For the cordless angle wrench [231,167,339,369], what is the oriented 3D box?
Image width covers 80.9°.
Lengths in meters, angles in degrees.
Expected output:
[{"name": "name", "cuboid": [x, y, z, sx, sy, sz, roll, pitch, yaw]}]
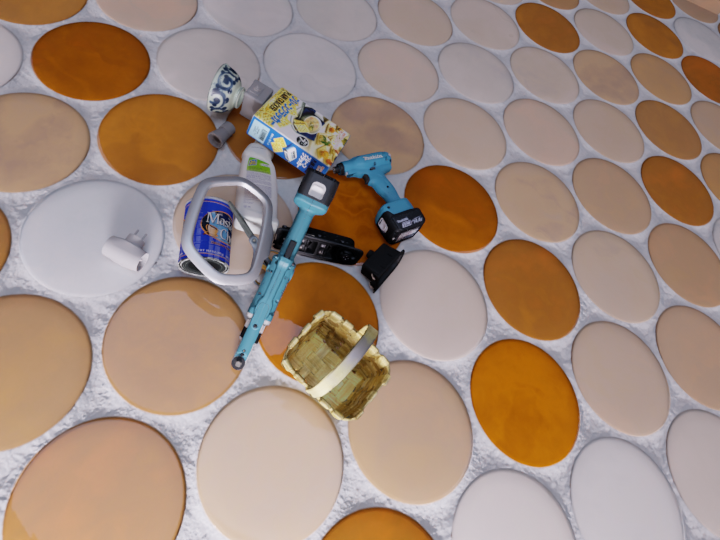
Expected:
[{"name": "cordless angle wrench", "cuboid": [-0.162, -0.002, 0.857, 0.073, 0.099, 0.424, 24, 80, -9]}]

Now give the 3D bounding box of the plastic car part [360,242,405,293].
[{"name": "plastic car part", "cuboid": [0.043, -0.017, 0.980, 0.073, 0.064, 0.115, 31, 57, 15]}]

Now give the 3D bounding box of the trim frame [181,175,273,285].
[{"name": "trim frame", "cuboid": [-0.256, -0.085, 0.846, 0.176, 0.028, 0.254, 19, 56, -25]}]

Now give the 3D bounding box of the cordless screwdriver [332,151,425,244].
[{"name": "cordless screwdriver", "cuboid": [0.042, -0.185, 1.050, 0.155, 0.074, 0.257, -16, 66, -21]}]

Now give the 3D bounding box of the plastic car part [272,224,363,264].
[{"name": "plastic car part", "cuboid": [-0.094, -0.062, 0.965, 0.201, 0.065, 0.068, 17, 37, -6]}]
